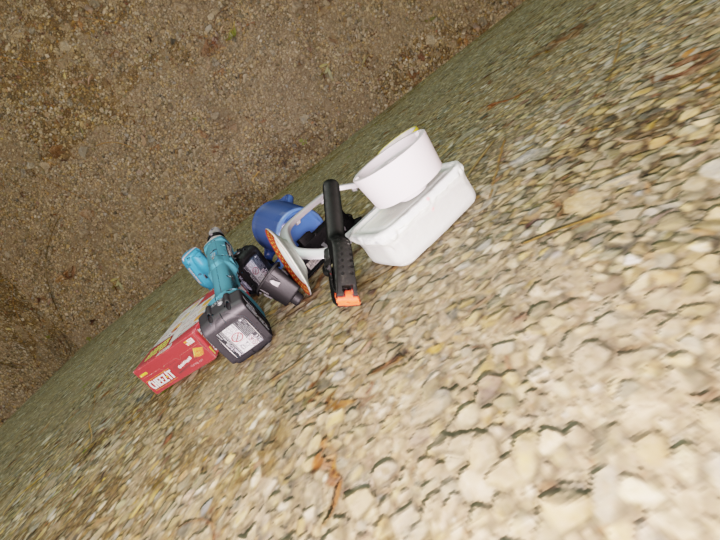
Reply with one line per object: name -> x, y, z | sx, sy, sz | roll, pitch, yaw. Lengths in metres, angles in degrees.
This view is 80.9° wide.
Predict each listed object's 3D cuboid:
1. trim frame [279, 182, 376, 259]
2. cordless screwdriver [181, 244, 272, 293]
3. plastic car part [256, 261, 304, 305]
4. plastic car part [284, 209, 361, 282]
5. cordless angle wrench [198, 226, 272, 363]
trim frame -> -0.042, -0.099, 0.786 | 0.195, 0.026, 0.245 | 18, 51, 40
cordless screwdriver -> -0.309, 0.016, 1.003 | 0.261, 0.152, 0.074 | 0, 40, 40
plastic car part -> -0.127, 0.030, 0.691 | 0.066, 0.070, 0.118 | -55, 8, -11
plastic car part -> -0.080, -0.052, 0.819 | 0.201, 0.066, 0.068 | -44, 10, -25
cordless angle wrench -> -0.253, 0.002, 0.784 | 0.074, 0.093, 0.444 | -36, 33, -3
